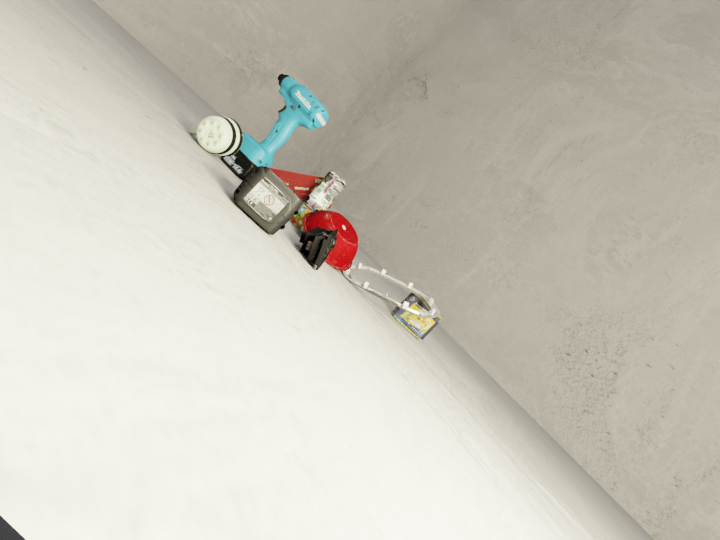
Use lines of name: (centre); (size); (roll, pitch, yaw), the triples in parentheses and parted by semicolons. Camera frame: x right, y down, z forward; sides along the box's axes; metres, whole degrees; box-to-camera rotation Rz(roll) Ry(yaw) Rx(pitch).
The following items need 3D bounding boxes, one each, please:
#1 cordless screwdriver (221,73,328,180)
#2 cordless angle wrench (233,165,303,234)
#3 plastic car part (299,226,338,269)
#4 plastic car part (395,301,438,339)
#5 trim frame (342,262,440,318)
cordless screwdriver: (-0.209, -0.322, 0.960); (0.164, 0.250, 0.072); (51, 7, 17)
cordless angle wrench: (-0.176, -0.150, 0.844); (0.096, 0.074, 0.433); (43, 2, -15)
plastic car part: (-0.079, -0.052, 0.809); (0.068, 0.066, 0.201); (14, 10, 4)
plastic car part: (0.155, 0.139, 1.209); (0.121, 0.066, 0.068); (42, -11, 22)
trim frame: (0.071, 0.042, 0.990); (0.255, 0.027, 0.181); (28, 20, 12)
